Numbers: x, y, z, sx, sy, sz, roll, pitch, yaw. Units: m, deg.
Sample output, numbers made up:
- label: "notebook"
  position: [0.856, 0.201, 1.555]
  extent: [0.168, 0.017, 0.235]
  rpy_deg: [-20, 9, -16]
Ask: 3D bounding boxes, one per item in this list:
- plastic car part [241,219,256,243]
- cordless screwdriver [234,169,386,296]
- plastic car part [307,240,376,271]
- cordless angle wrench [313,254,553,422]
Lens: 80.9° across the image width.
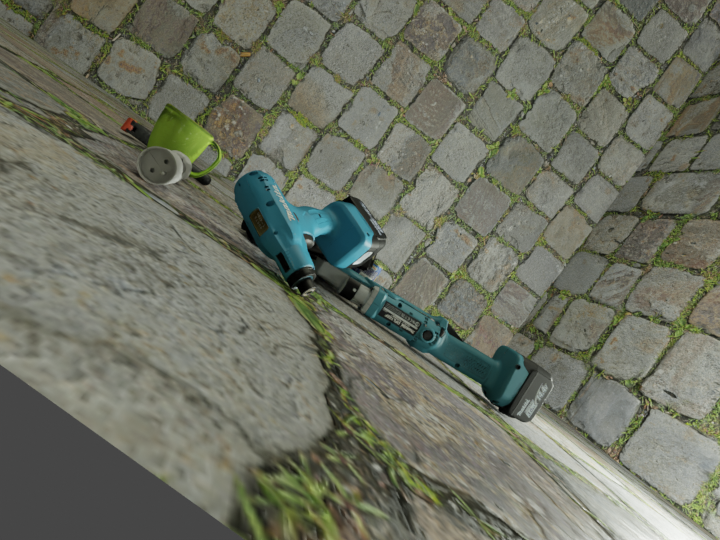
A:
- label: "plastic car part"
  position: [-0.143, -0.062, 0.634]
  extent: [0.069, 0.066, 0.121]
  rpy_deg: [19, 11, -20]
- label: "cordless screwdriver"
  position: [-0.047, -0.040, 0.561]
  extent: [0.237, 0.075, 0.165]
  rpy_deg: [4, 50, -59]
- label: "plastic car part"
  position: [-0.072, -0.047, 0.741]
  extent: [0.206, 0.067, 0.065]
  rpy_deg: [18, -23, 8]
- label: "cordless angle wrench"
  position: [0.104, 0.098, 0.688]
  extent: [0.420, 0.098, 0.075]
  rpy_deg: [31, 2, -4]
